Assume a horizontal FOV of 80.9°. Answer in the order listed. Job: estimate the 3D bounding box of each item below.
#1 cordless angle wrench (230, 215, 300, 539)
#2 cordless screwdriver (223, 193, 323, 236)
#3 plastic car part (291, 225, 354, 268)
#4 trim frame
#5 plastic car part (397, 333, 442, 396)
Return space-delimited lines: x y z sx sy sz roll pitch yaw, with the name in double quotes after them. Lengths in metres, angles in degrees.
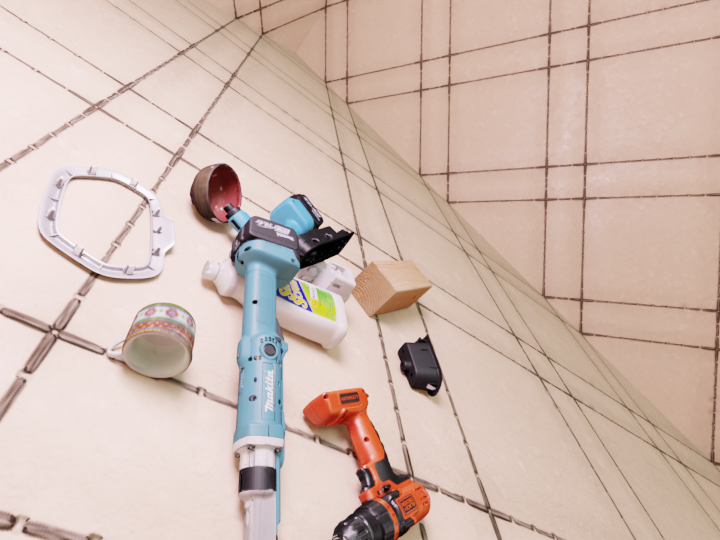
-0.126 0.112 0.542 0.093 0.075 0.439 18 44 -29 "cordless angle wrench"
-0.174 -0.099 0.868 0.157 0.075 0.248 49 26 -9 "cordless screwdriver"
-0.081 -0.053 0.829 0.068 0.067 0.199 47 25 2 "plastic car part"
-0.368 -0.082 0.632 0.174 0.028 0.261 22 28 -39 "trim frame"
0.112 0.189 0.849 0.068 0.065 0.121 13 37 -21 "plastic car part"
